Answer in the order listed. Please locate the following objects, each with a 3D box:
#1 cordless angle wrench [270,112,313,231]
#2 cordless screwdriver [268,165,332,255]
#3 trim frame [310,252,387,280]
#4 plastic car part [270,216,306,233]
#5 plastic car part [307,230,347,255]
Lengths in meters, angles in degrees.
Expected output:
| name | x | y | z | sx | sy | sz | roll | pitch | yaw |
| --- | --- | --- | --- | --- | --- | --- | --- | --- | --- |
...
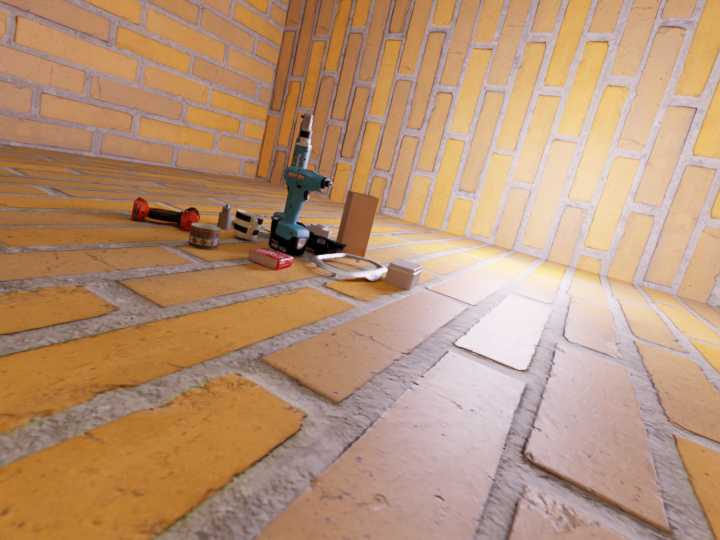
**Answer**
| name | x | y | z | sx | sy | sz | roll | pitch | yaw |
| --- | --- | --- | --- | --- | --- | --- | --- | --- | --- |
| cordless angle wrench | -0.219 | -0.324 | 1.452 | 0.100 | 0.420 | 0.074 | 15 | 11 | 8 |
| cordless screwdriver | -0.168 | -0.162 | 1.196 | 0.168 | 0.247 | 0.071 | 21 | 13 | 33 |
| trim frame | -0.029 | -0.012 | 1.183 | 0.194 | 0.027 | 0.237 | 21 | 15 | 33 |
| plastic car part | -0.248 | -0.134 | 1.396 | 0.113 | 0.070 | 0.069 | 9 | 13 | -21 |
| plastic car part | -0.128 | -0.083 | 1.305 | 0.063 | 0.066 | 0.215 | 4 | 15 | -38 |
